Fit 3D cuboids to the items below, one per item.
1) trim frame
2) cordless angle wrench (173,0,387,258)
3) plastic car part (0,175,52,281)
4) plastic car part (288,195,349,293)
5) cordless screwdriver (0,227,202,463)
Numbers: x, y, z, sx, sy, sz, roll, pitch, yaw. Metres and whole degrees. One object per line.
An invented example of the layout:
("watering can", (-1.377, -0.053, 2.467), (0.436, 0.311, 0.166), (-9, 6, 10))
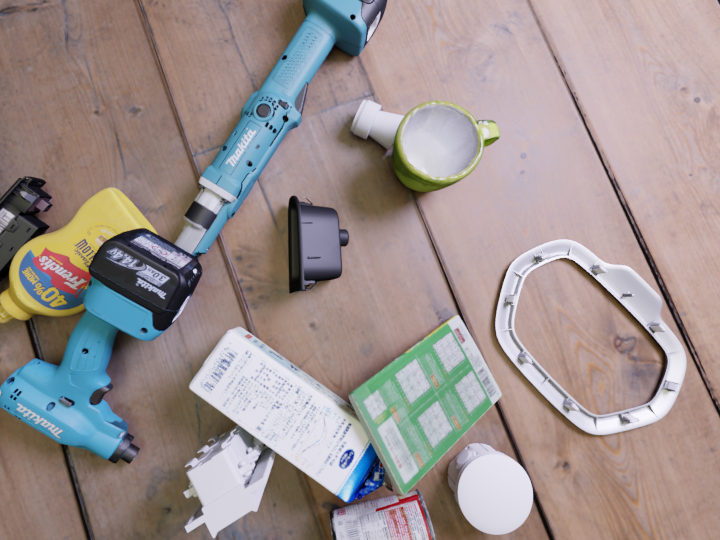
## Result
("trim frame", (0.276, 0.078, 0.507), (0.183, 0.027, 0.251), (-42, 84, -7))
("cordless angle wrench", (-0.112, -0.184, 0.513), (0.098, 0.074, 0.423), (31, 85, 1))
("plastic car part", (-0.429, -0.016, 0.492), (0.202, 0.069, 0.064), (-49, 115, -8))
("plastic car part", (-0.049, -0.032, 0.502), (0.069, 0.067, 0.118), (3, 80, -19))
("cordless screwdriver", (-0.256, 0.088, 0.452), (0.157, 0.075, 0.249), (37, 99, -8))
